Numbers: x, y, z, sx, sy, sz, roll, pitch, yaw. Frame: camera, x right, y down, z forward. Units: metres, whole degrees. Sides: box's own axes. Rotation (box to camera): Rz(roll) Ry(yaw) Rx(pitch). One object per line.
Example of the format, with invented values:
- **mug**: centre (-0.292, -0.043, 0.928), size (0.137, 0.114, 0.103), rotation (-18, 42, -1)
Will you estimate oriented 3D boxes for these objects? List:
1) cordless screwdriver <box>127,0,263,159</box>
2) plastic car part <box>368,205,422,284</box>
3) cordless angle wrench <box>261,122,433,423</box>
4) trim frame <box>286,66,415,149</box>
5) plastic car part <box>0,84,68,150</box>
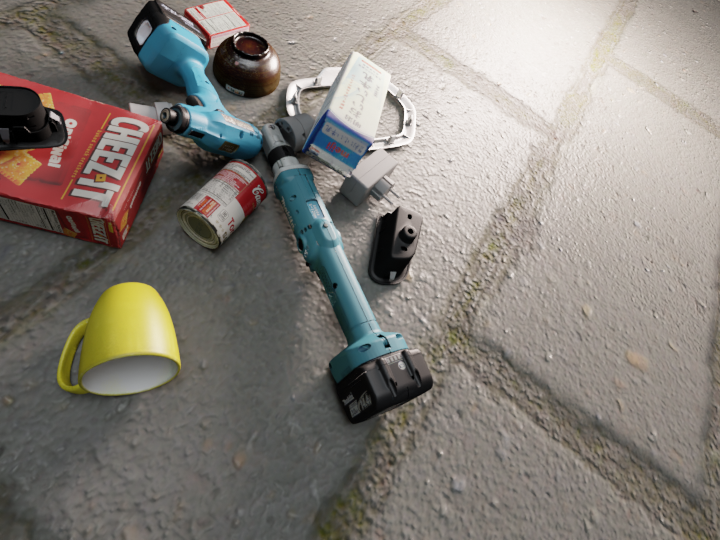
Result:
- **cordless screwdriver**: centre (-0.244, -0.262, 0.578), size (0.256, 0.075, 0.153), rotation (56, 22, 15)
- **plastic car part**: centre (0.055, -0.042, 0.586), size (0.065, 0.070, 0.118), rotation (20, 54, -8)
- **cordless angle wrench**: centre (-0.053, -0.034, 0.539), size (0.072, 0.097, 0.439), rotation (-11, 61, -29)
- **trim frame**: centre (-0.009, -0.283, 0.732), size (0.241, 0.027, 0.191), rotation (-13, 65, -22)
- **plastic car part**: centre (-0.413, -0.160, 0.427), size (0.196, 0.067, 0.069), rotation (-4, 59, -24)
